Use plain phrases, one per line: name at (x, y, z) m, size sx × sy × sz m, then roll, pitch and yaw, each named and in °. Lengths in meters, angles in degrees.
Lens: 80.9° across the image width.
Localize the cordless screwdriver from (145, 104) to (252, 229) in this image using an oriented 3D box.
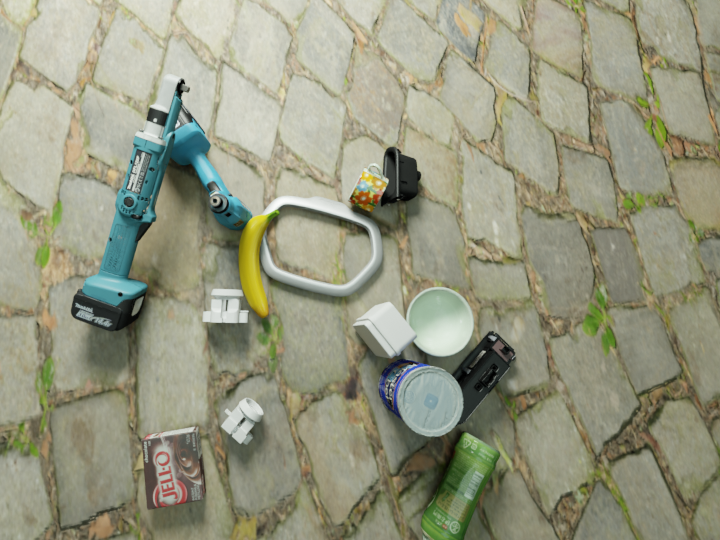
cordless screwdriver at (-0.283, -0.184, 0.742) m, size 0.074 × 0.157 × 0.252 m, roll -34°, pitch 84°, yaw -3°

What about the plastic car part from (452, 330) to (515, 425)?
plastic car part at (0.210, 0.206, 0.764) m, size 0.202 × 0.068 × 0.066 m, roll -45°, pitch 96°, yaw -8°

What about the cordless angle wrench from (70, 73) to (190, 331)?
cordless angle wrench at (-0.366, -0.111, 0.693) m, size 0.098 × 0.075 × 0.421 m, roll 20°, pitch 99°, yaw -3°

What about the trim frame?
trim frame at (-0.079, -0.051, 0.803) m, size 0.248 × 0.027 × 0.185 m, roll 14°, pitch 80°, yaw 0°

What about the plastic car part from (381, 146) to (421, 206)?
plastic car part at (0.084, -0.183, 0.828) m, size 0.068 × 0.067 × 0.118 m, roll 11°, pitch 76°, yaw -21°
